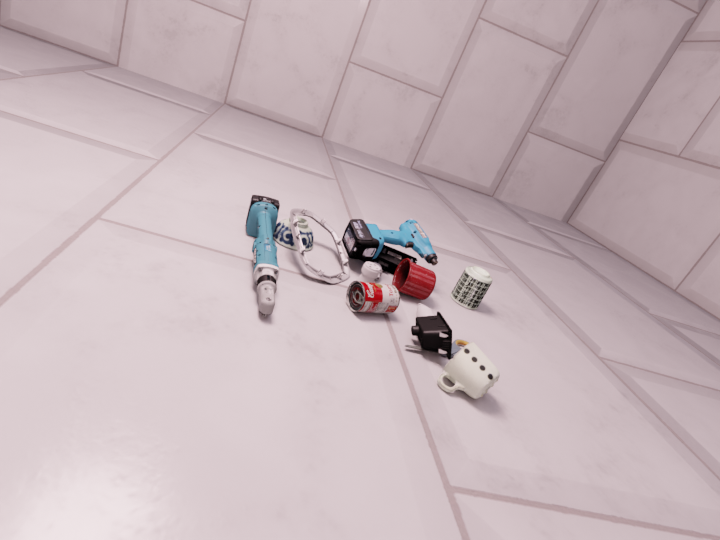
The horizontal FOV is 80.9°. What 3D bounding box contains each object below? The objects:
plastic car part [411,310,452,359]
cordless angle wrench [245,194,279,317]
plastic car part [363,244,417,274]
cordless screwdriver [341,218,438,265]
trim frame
[{"bbox_3d":[0.144,0.130,0.888,0.071,0.065,0.119,-1,16,-5],"label":"plastic car part"},{"bbox_3d":[-0.217,-0.047,0.955,0.072,0.097,0.441,10,29,-20],"label":"cordless angle wrench"},{"bbox_3d":[0.051,-0.037,1.198,0.206,0.065,0.067,26,49,8],"label":"plastic car part"},{"bbox_3d":[0.084,-0.070,1.143,0.240,0.073,0.167,-4,47,-27],"label":"cordless screwdriver"},{"bbox_3d":[-0.105,-0.069,1.077,0.174,0.028,0.259,18,41,-37],"label":"trim frame"}]
